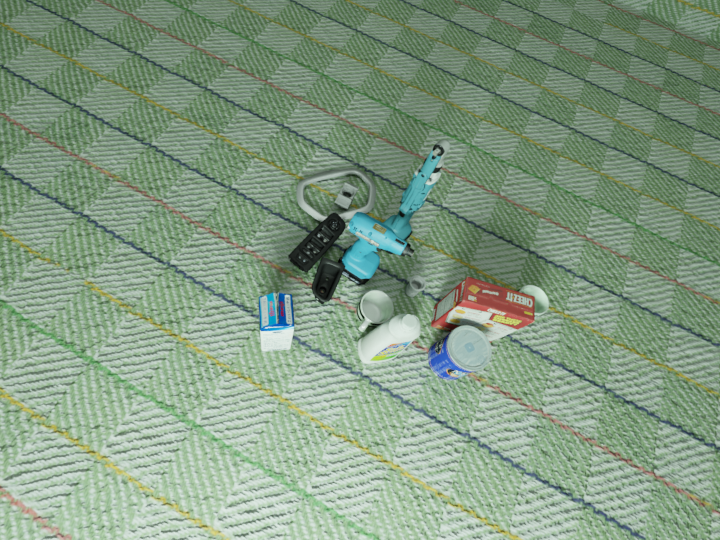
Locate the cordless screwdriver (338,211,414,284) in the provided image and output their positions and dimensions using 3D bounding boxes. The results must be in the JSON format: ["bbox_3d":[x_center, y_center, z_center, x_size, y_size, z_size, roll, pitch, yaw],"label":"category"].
[{"bbox_3d":[0.030,-0.039,1.049,0.161,0.246,0.074,32,64,4],"label":"cordless screwdriver"}]

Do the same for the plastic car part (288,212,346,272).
[{"bbox_3d":[-0.112,-0.074,1.150,0.068,0.066,0.202,36,65,8],"label":"plastic car part"}]

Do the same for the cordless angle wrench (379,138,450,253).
[{"bbox_3d":[0.128,-0.174,1.032,0.076,0.418,0.097,44,65,8],"label":"cordless angle wrench"}]

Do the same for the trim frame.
[{"bbox_3d":[-0.069,-0.228,1.253,0.244,0.027,0.190,-18,67,-15],"label":"trim frame"}]

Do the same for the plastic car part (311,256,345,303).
[{"bbox_3d":[-0.092,0.036,1.096,0.066,0.070,0.117,21,63,0],"label":"plastic car part"}]
